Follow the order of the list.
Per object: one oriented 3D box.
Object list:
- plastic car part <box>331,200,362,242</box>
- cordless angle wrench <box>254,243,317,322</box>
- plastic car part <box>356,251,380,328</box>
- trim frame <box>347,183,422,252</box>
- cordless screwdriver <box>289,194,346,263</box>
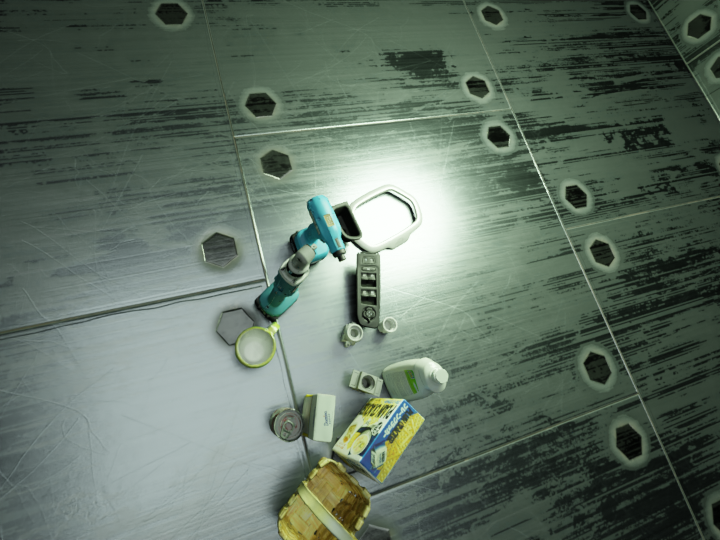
[{"bbox_3d":[-0.047,-0.123,1.178,0.064,0.071,0.119,-22,79,-21],"label":"plastic car part"},{"bbox_3d":[-0.158,0.027,0.907,0.075,0.425,0.097,47,66,-1],"label":"cordless angle wrench"},{"bbox_3d":[0.015,0.055,1.132,0.065,0.067,0.207,4,70,-15],"label":"plastic car part"},{"bbox_3d":[0.071,-0.153,1.241,0.244,0.027,0.187,-31,81,-21],"label":"trim frame"},{"bbox_3d":[-0.103,-0.067,1.048,0.073,0.250,0.162,-19,80,-22],"label":"cordless screwdriver"}]
